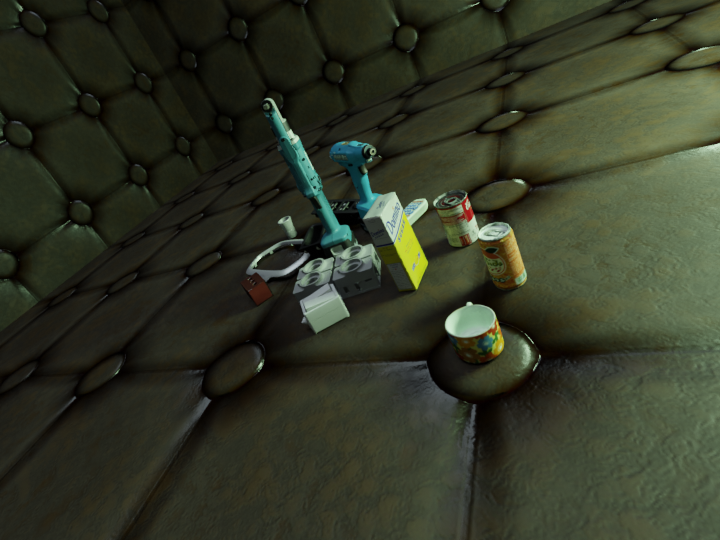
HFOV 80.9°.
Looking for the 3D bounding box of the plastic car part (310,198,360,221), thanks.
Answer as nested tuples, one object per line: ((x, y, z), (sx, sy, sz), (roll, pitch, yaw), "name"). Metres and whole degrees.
((-0.050, -0.171, 1.238), (0.213, 0.064, 0.066), (1, 38, 43), "plastic car part")

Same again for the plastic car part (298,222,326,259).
((-0.110, -0.072, 1.125), (0.068, 0.068, 0.118), (-17, 29, 21), "plastic car part")

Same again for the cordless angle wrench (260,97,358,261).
((-0.121, -0.203, 0.992), (0.076, 0.407, 0.100), (-20, 25, 14), "cordless angle wrench")

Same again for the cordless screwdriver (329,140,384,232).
((0.023, -0.204, 1.043), (0.073, 0.239, 0.167), (-37, 27, -20), "cordless screwdriver")

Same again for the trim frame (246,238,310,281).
((-0.230, -0.032, 1.209), (0.261, 0.026, 0.182), (3, 41, 44), "trim frame")
